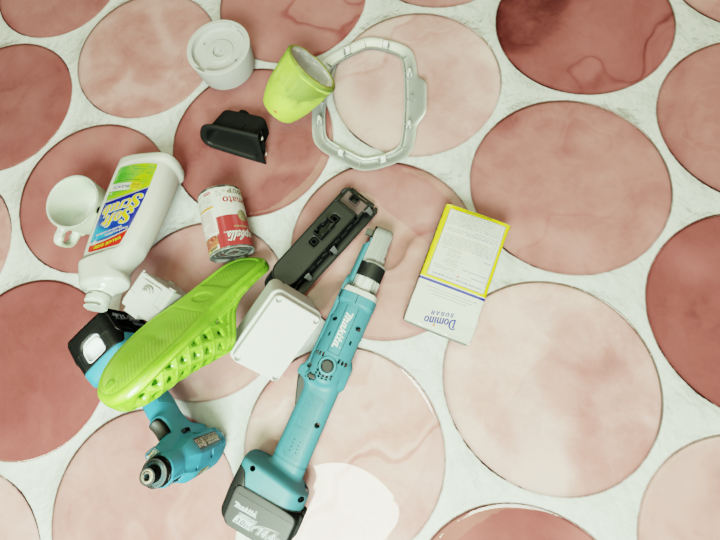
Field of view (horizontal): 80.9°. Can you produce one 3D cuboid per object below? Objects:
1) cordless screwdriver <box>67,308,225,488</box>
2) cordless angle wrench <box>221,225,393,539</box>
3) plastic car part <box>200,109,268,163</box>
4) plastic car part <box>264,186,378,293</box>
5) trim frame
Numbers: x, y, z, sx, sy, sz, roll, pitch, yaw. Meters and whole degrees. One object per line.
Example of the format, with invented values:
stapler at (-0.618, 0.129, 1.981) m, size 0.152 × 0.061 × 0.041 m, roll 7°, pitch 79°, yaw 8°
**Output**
cordless screwdriver at (-0.285, 0.161, 0.545) m, size 0.074 × 0.154 × 0.257 m, roll -45°, pitch 74°, yaw -4°
cordless angle wrench at (-0.045, 0.130, 0.569) m, size 0.100 × 0.072 × 0.424 m, roll 22°, pitch 77°, yaw 10°
plastic car part at (-0.198, -0.231, 0.692) m, size 0.120 × 0.064 × 0.071 m, roll 21°, pitch 64°, yaw 14°
plastic car part at (-0.061, -0.040, 0.621) m, size 0.067 × 0.066 × 0.203 m, roll 41°, pitch 86°, yaw 5°
trim frame at (0.013, -0.278, 0.690) m, size 0.186 × 0.027 × 0.252 m, roll 2°, pitch 74°, yaw 7°
